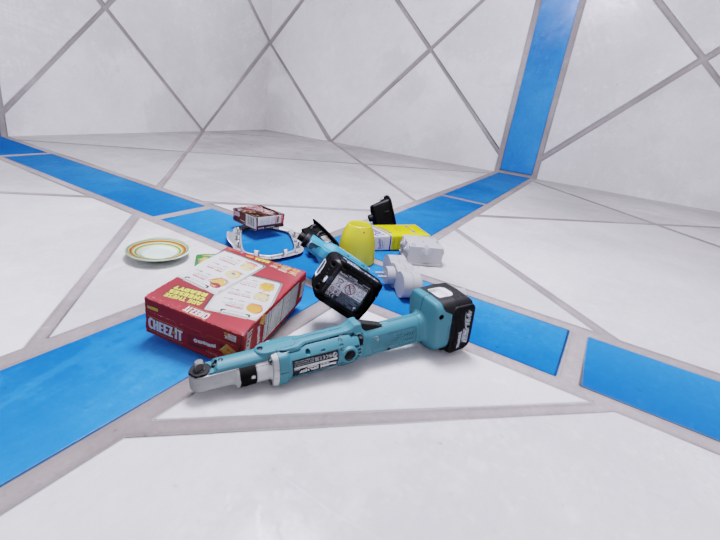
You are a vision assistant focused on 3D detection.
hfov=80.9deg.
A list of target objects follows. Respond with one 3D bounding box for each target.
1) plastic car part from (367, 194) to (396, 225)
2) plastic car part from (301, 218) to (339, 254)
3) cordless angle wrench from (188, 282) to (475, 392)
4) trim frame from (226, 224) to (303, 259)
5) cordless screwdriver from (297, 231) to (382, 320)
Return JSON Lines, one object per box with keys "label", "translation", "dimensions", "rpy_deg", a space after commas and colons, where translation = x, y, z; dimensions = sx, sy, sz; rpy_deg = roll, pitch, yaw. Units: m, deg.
{"label": "plastic car part", "translation": [0.057, -0.152, 1.199], "dimensions": [0.070, 0.112, 0.069], "rpy_deg": [-23, 28, -10]}
{"label": "plastic car part", "translation": [-0.099, -0.065, 1.012], "dimensions": [0.067, 0.064, 0.212], "rpy_deg": [-24, 30, -6]}
{"label": "cordless angle wrench", "translation": [-0.026, 0.104, 0.601], "dimensions": [0.409, 0.096, 0.078], "rpy_deg": [-10, 27, -25]}
{"label": "trim frame", "translation": [-0.237, -0.079, 1.045], "dimensions": [0.180, 0.027, 0.259], "rpy_deg": [-1, 25, -14]}
{"label": "cordless screwdriver", "translation": [-0.050, -0.007, 0.752], "dimensions": [0.157, 0.074, 0.252], "rpy_deg": [34, 7, -9]}
